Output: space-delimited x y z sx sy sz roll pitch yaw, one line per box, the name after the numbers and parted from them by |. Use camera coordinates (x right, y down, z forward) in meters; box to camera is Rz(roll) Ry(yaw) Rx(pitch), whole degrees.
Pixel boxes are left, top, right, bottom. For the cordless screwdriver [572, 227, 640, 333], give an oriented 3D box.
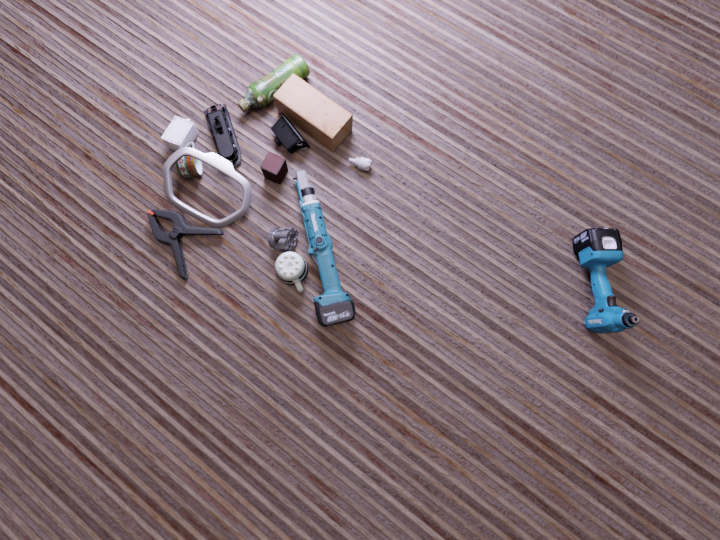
0.585 0.021 1.001 0.074 0.157 0.252 1 77 -1 | cordless screwdriver

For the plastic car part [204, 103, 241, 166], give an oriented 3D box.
-0.386 -0.384 1.188 0.065 0.067 0.206 -18 81 -10 | plastic car part

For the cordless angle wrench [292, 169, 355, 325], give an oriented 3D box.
-0.108 -0.071 1.104 0.098 0.073 0.431 -14 76 -2 | cordless angle wrench

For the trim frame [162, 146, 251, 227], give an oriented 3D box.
-0.411 -0.221 1.130 0.246 0.028 0.184 30 106 -6 | trim frame

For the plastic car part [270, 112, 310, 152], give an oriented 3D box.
-0.205 -0.373 1.179 0.071 0.064 0.119 -42 77 8 | plastic car part
